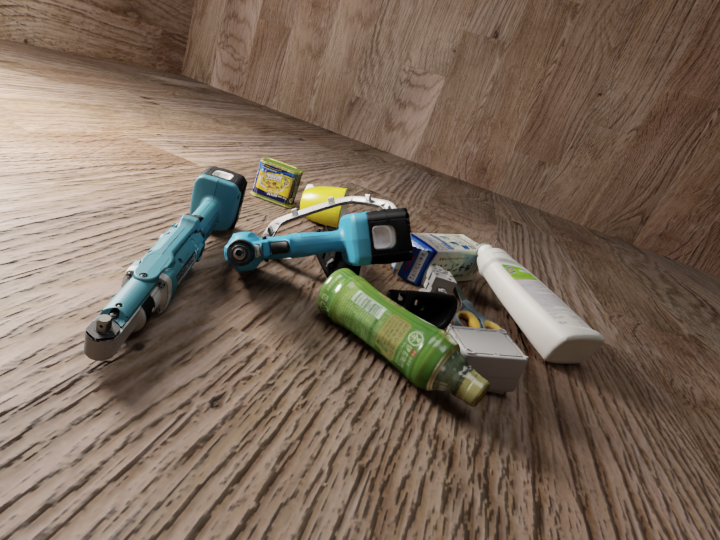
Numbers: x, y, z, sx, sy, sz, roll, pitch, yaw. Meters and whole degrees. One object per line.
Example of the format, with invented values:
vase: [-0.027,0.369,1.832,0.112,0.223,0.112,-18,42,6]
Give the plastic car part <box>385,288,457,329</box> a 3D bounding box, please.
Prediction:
plastic car part: [0.079,0.053,0.626,0.111,0.065,0.075,4,12,-42]

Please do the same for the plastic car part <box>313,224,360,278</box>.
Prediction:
plastic car part: [-0.035,-0.032,0.727,0.064,0.067,0.211,19,23,-23]

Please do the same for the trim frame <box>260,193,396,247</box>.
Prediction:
trim frame: [-0.056,-0.082,0.730,0.245,0.026,0.194,-18,34,-13]

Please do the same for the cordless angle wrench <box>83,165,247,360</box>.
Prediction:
cordless angle wrench: [-0.230,-0.032,0.544,0.073,0.097,0.433,16,26,-10]

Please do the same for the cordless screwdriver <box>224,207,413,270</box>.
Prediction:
cordless screwdriver: [-0.055,-0.036,0.563,0.246,0.074,0.161,-7,4,-7]
